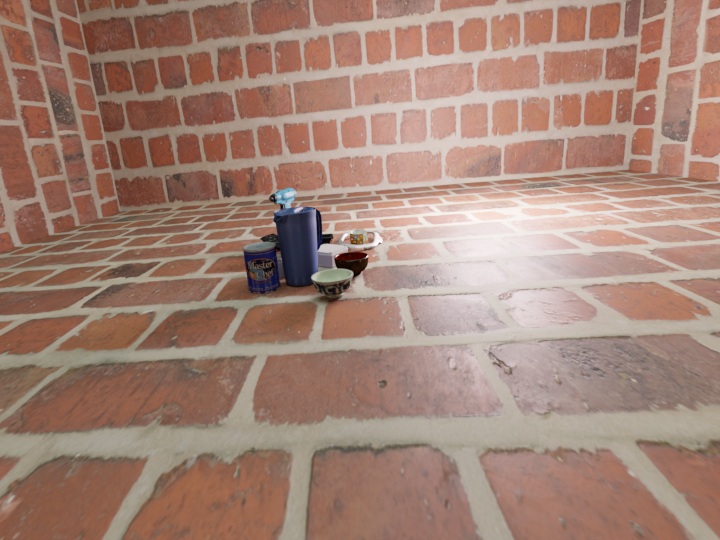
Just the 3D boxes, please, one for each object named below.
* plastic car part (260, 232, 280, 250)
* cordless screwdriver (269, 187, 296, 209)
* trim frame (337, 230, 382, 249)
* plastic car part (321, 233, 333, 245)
[{"bbox_3d":[-0.341,-0.101,1.732,0.064,0.066,0.214,-15,20,-32],"label":"plastic car part"},{"bbox_3d":[-0.326,-0.222,1.810,0.077,0.244,0.155,3,17,27],"label":"cordless screwdriver"},{"bbox_3d":[-0.002,-0.128,1.780,0.186,0.027,0.250,-4,18,6],"label":"trim frame"},{"bbox_3d":[-0.166,-0.109,1.698,0.116,0.069,0.067,-6,16,-2],"label":"plastic car part"}]
